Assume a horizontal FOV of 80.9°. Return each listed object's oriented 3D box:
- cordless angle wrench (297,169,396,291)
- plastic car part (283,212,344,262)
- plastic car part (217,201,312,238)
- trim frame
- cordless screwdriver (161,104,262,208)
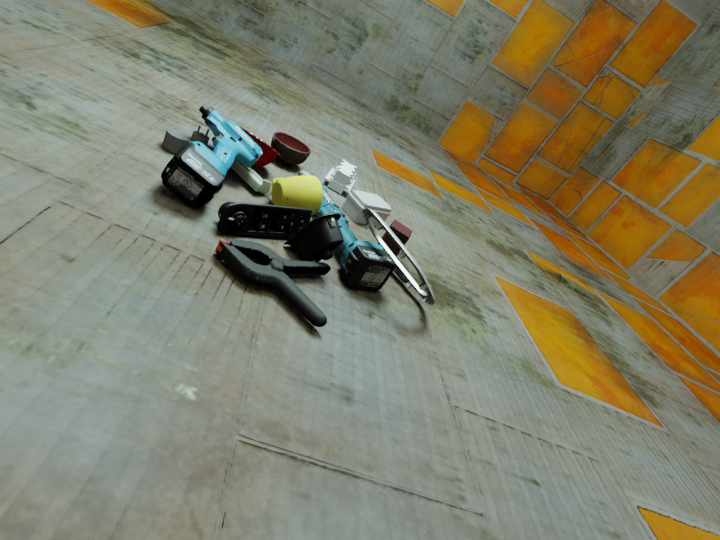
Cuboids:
[{"bbox_3d":[-0.065,-0.122,0.959,0.093,0.074,0.446,10,31,-36],"label":"cordless angle wrench"},{"bbox_3d":[-0.077,-0.051,0.790,0.063,0.119,0.073,-1,67,-48],"label":"plastic car part"},{"bbox_3d":[-0.187,-0.102,0.807,0.071,0.066,0.193,38,26,33],"label":"plastic car part"},{"bbox_3d":[0.071,-0.030,0.865,0.259,0.027,0.177,52,-5,25],"label":"trim frame"},{"bbox_3d":[-0.300,-0.237,0.831,0.155,0.075,0.251,42,33,-16],"label":"cordless screwdriver"}]
